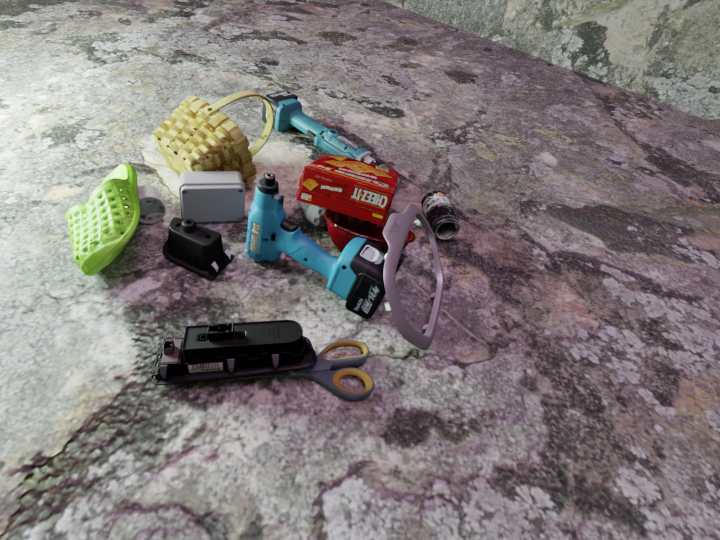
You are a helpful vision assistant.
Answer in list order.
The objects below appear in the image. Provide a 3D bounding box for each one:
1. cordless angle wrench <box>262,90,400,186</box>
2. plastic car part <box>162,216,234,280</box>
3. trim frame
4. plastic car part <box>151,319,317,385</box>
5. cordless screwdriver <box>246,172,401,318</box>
[{"bbox_3d":[-0.073,-0.311,1.020,0.443,0.073,0.095,39,47,26],"label":"cordless angle wrench"},{"bbox_3d":[-0.267,-0.047,0.675,0.119,0.070,0.066,24,40,9],"label":"plastic car part"},{"bbox_3d":[0.082,0.002,0.635,0.028,0.177,0.249,-12,31,30],"label":"trim frame"},{"bbox_3d":[-0.156,0.094,0.535,0.200,0.065,0.069,0,28,-10],"label":"plastic car part"},{"bbox_3d":[-0.063,-0.041,0.647,0.255,0.156,0.074,26,42,13],"label":"cordless screwdriver"}]
